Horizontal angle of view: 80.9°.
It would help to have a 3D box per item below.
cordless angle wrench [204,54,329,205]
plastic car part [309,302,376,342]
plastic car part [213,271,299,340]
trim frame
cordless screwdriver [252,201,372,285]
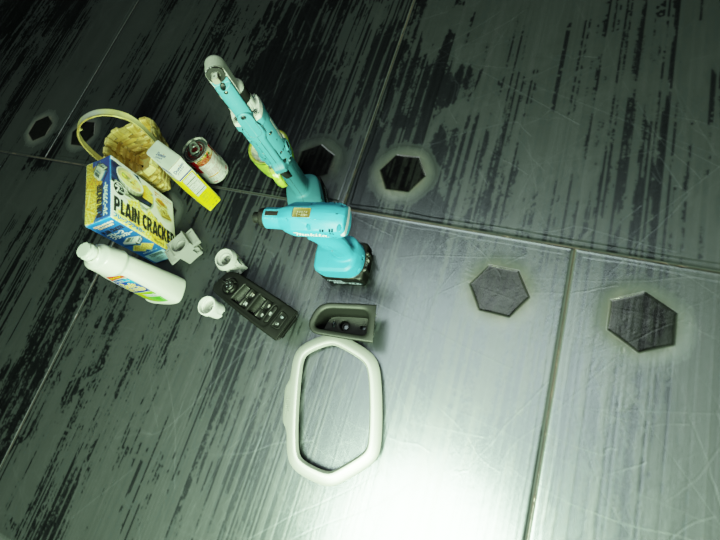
[{"bbox_3d":[-0.150,-0.209,0.740,0.075,0.404,0.101,-16,67,8],"label":"cordless angle wrench"},{"bbox_3d":[-0.026,0.096,0.762,0.120,0.068,0.067,2,70,19],"label":"plastic car part"},{"bbox_3d":[-0.206,0.066,0.837,0.213,0.064,0.066,29,80,26],"label":"plastic car part"},{"bbox_3d":[-0.053,0.234,0.737,0.189,0.026,0.254,-7,67,16],"label":"trim frame"},{"bbox_3d":[-0.072,-0.047,0.741,0.164,0.238,0.075,5,71,18],"label":"cordless screwdriver"}]
